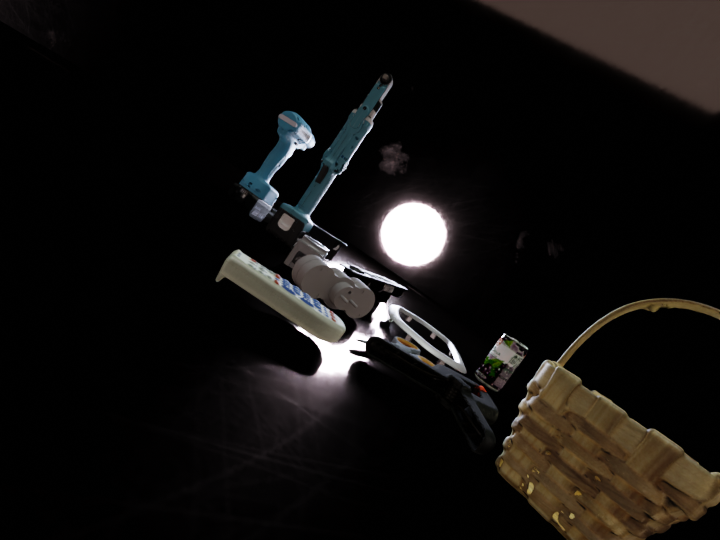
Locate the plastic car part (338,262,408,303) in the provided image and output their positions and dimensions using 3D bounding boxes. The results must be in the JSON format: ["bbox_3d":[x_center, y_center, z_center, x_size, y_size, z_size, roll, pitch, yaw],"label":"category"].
[{"bbox_3d":[0.015,0.029,0.841,0.070,0.067,0.192,37,6,35],"label":"plastic car part"}]

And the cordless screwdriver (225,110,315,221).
[{"bbox_3d":[-0.194,-0.234,0.977,0.076,0.249,0.154,35,5,13],"label":"cordless screwdriver"}]

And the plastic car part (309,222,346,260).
[{"bbox_3d":[-0.097,-0.064,0.993,0.123,0.071,0.062,37,6,36],"label":"plastic car part"}]

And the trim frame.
[{"bbox_3d":[0.130,0.131,0.824,0.187,0.027,0.245,34,5,5],"label":"trim frame"}]

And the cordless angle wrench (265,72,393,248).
[{"bbox_3d":[-0.056,-0.241,0.922,0.076,0.423,0.096,35,5,9],"label":"cordless angle wrench"}]
